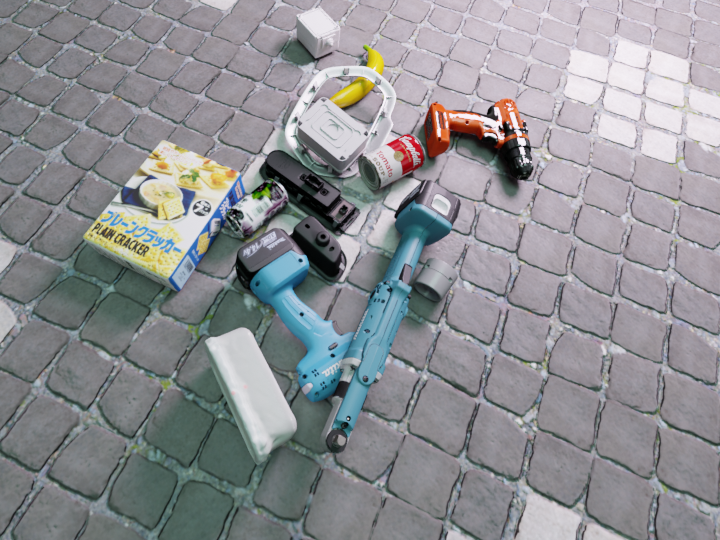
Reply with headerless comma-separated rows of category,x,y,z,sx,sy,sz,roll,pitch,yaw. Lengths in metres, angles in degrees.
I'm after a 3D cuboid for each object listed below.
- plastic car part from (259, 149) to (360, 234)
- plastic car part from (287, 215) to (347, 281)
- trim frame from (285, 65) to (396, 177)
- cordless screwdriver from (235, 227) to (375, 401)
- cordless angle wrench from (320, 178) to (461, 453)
plastic car part,-0.097,-0.147,0.739,0.209,0.065,0.066,35,75,16
plastic car part,-0.067,-0.044,0.683,0.065,0.069,0.121,-41,71,-19
trim frame,-0.033,-0.290,0.803,0.186,0.027,0.249,26,75,4
cordless screwdriver,-0.073,0.049,0.639,0.156,0.074,0.256,-29,73,-23
cordless angle wrench,0.040,0.047,0.601,0.073,0.099,0.425,32,59,-10
